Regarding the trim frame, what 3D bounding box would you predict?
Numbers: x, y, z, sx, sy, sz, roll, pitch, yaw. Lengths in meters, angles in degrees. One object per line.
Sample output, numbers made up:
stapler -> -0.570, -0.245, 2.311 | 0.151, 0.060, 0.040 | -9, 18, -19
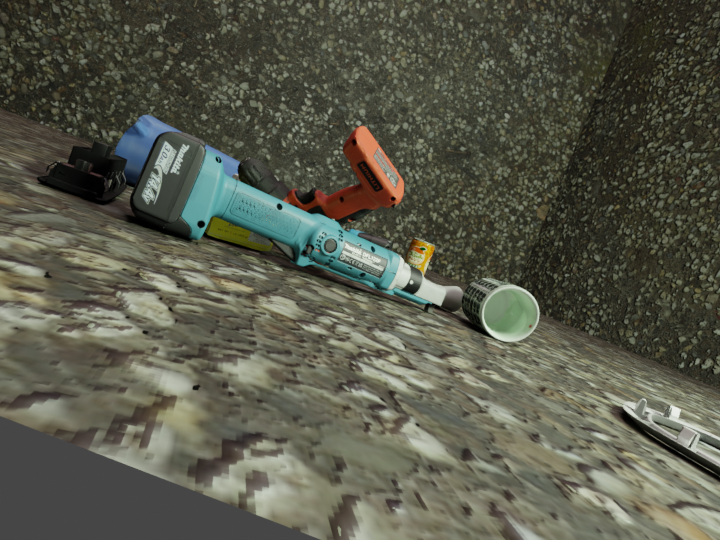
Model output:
trim frame -> 0.332, 0.164, 0.319 | 0.177, 0.027, 0.259 | 20, 3, -23

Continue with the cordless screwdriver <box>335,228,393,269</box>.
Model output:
cordless screwdriver -> -0.069, -0.055, 0.773 | 0.256, 0.074, 0.155 | 18, 4, 13

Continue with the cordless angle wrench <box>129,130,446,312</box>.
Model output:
cordless angle wrench -> -0.050, -0.033, 0.512 | 0.404, 0.098, 0.078 | 23, 0, -27

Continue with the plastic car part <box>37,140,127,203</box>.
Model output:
plastic car part -> -0.329, -0.126, 0.526 | 0.064, 0.067, 0.211 | 12, 5, -24
